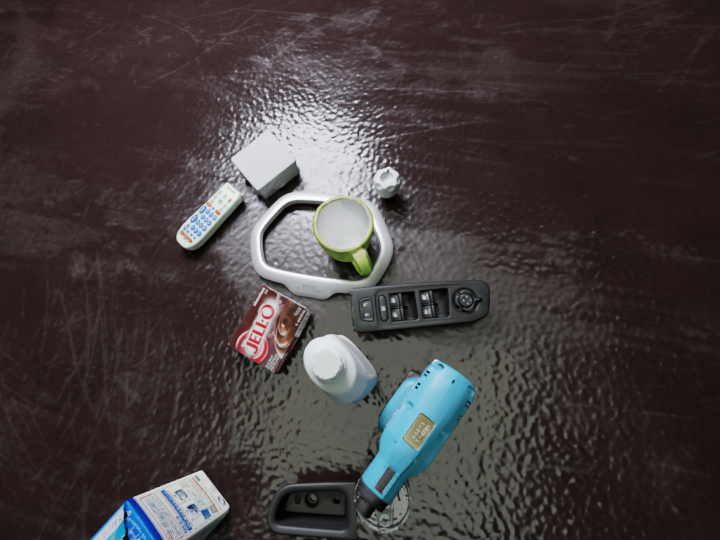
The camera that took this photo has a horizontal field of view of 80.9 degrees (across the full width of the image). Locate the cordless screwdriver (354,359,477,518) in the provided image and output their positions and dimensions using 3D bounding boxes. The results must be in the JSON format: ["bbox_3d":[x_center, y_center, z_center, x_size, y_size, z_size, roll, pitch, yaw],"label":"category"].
[{"bbox_3d":[0.056,0.190,0.500,0.077,0.241,0.159,35,80,14],"label":"cordless screwdriver"}]

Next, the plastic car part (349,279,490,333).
[{"bbox_3d":[0.088,0.055,0.633,0.205,0.065,0.068,-7,72,7],"label":"plastic car part"}]

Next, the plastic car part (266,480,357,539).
[{"bbox_3d":[-0.061,0.315,0.571,0.118,0.069,0.067,-3,73,8],"label":"plastic car part"}]

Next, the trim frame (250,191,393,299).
[{"bbox_3d":[-0.070,-0.046,0.715,0.254,0.026,0.186,7,73,12],"label":"trim frame"}]
